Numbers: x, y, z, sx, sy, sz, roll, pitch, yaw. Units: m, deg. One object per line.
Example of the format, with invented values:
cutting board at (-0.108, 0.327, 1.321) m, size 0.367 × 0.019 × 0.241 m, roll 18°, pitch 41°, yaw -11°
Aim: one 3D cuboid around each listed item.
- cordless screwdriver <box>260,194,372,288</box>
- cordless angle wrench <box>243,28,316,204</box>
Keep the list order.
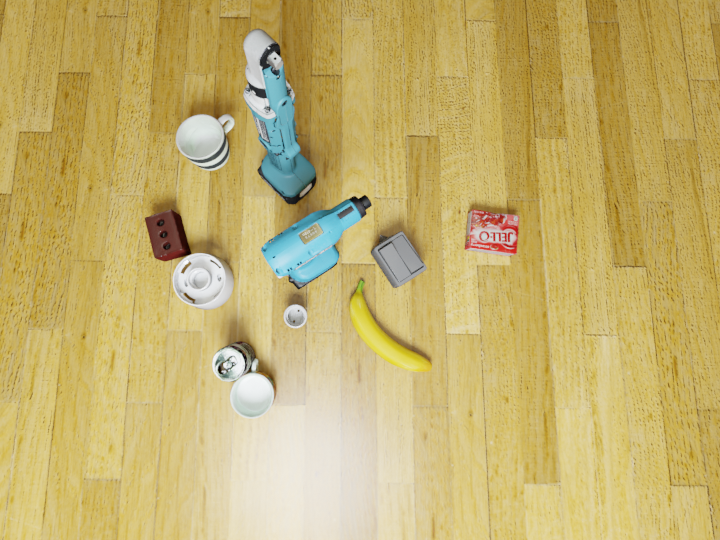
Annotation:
cordless screwdriver at (-0.065, -0.042, 0.660) m, size 0.158 × 0.248 × 0.075 m, roll -33°, pitch 88°, yaw -7°
cordless angle wrench at (-0.116, -0.194, 0.597) m, size 0.098 × 0.421 × 0.074 m, roll 45°, pitch 82°, yaw 0°
